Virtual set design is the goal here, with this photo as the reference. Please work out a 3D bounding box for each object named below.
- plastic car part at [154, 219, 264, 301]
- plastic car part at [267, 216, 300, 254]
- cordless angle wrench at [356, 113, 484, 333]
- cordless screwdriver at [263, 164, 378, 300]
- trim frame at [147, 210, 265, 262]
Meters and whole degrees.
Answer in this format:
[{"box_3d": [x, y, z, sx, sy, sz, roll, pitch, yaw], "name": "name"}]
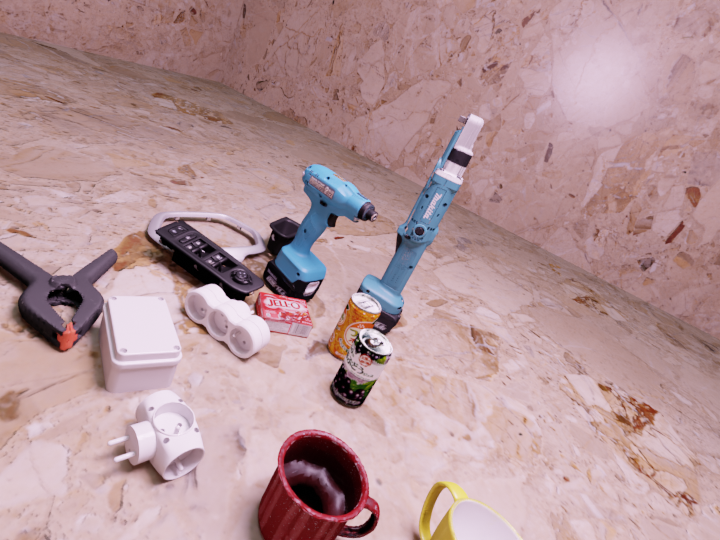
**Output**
[{"box_3d": [-0.261, -0.008, 0.724, 0.208, 0.066, 0.065, 30, 23, 13], "name": "plastic car part"}, {"box_3d": [-0.174, -0.070, 0.936, 0.067, 0.070, 0.115, 28, 23, 7], "name": "plastic car part"}, {"box_3d": [0.107, -0.077, 0.772, 0.099, 0.420, 0.074, 29, 22, 6], "name": "cordless angle wrench"}, {"box_3d": [-0.074, -0.049, 0.759, 0.167, 0.247, 0.071, 39, 26, 30], "name": "cordless screwdriver"}, {"box_3d": [-0.310, -0.072, 0.868, 0.237, 0.027, 0.194, -4, 35, -48], "name": "trim frame"}]
